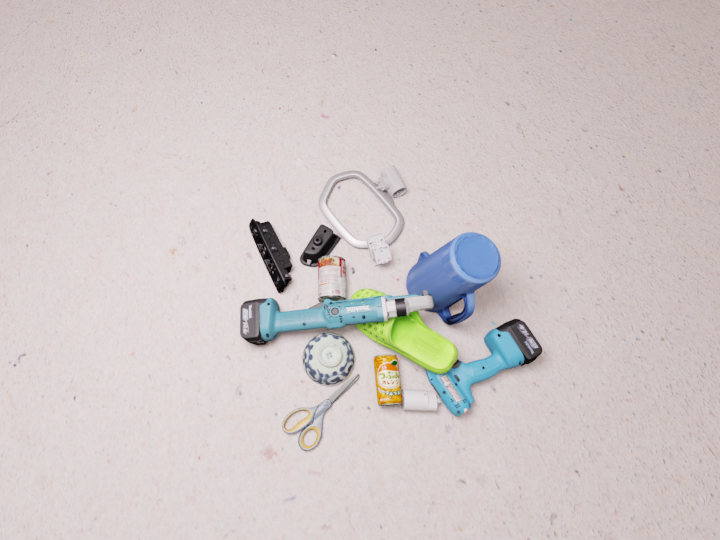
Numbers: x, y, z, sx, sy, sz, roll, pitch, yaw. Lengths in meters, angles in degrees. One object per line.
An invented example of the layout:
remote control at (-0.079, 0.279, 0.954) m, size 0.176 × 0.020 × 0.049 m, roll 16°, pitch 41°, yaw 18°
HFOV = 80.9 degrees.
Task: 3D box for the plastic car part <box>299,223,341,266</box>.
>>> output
plastic car part at (-0.103, -0.067, 1.054) m, size 0.067 × 0.069 × 0.116 m, roll 29°, pitch 66°, yaw 9°

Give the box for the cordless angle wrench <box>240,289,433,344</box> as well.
cordless angle wrench at (-0.054, 0.096, 0.937) m, size 0.428 × 0.071 × 0.100 m, roll -7°, pitch 67°, yaw 8°

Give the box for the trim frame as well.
trim frame at (0.001, -0.164, 1.121) m, size 0.182 × 0.027 × 0.257 m, roll -36°, pitch 70°, yaw -14°

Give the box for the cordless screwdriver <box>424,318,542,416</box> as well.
cordless screwdriver at (0.262, 0.190, 0.950) m, size 0.247 × 0.072 × 0.165 m, roll -31°, pitch 71°, yaw -9°

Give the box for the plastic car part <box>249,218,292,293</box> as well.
plastic car part at (-0.218, -0.049, 1.049) m, size 0.065 × 0.065 × 0.210 m, roll -25°, pitch 70°, yaw -23°
